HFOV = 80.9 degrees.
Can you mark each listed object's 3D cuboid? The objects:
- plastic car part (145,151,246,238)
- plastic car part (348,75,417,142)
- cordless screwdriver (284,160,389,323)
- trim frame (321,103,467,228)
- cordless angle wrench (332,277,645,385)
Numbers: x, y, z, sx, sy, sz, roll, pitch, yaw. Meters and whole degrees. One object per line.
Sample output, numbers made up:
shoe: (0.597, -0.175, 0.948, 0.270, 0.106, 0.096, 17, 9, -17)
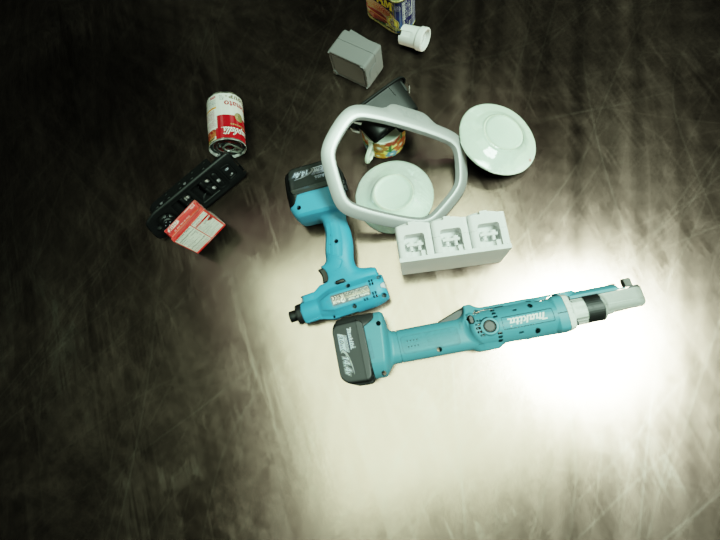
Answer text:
plastic car part: (-0.311, -0.143, 0.769, 0.203, 0.063, 0.070, -43, 63, -1)
plastic car part: (0.044, -0.247, 0.670, 0.116, 0.066, 0.071, -35, 88, -3)
cordless screwdriver: (-0.067, -0.044, 0.684, 0.160, 0.072, 0.254, -19, 76, 6)
trim frame: (0.057, -0.158, 0.648, 0.242, 0.028, 0.183, 10, 97, -16)
cordless angle wrench: (0.175, 0.079, 0.598, 0.427, 0.072, 0.100, -12, 74, 7)
